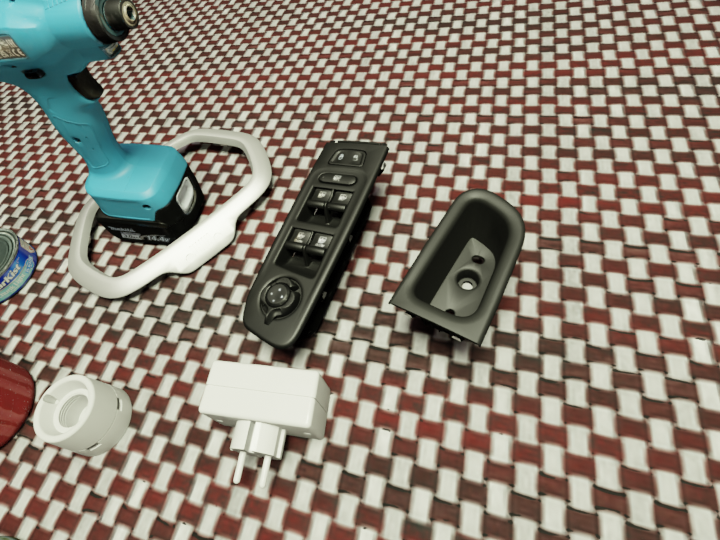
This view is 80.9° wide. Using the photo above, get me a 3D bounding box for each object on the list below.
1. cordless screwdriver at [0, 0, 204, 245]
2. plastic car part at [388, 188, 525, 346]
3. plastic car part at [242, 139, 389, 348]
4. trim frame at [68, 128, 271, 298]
[{"bbox_3d":[-0.211,-0.119,0.369,0.163,0.238,0.076,5,59,13],"label":"cordless screwdriver"},{"bbox_3d":[0.080,0.004,0.324,0.069,0.068,0.116,24,66,24],"label":"plastic car part"},{"bbox_3d":[-0.036,-0.024,0.372,0.069,0.064,0.204,15,62,20],"label":"plastic car part"},{"bbox_3d":[-0.212,-0.074,0.469,0.246,0.026,0.194,-40,58,-13],"label":"trim frame"}]
